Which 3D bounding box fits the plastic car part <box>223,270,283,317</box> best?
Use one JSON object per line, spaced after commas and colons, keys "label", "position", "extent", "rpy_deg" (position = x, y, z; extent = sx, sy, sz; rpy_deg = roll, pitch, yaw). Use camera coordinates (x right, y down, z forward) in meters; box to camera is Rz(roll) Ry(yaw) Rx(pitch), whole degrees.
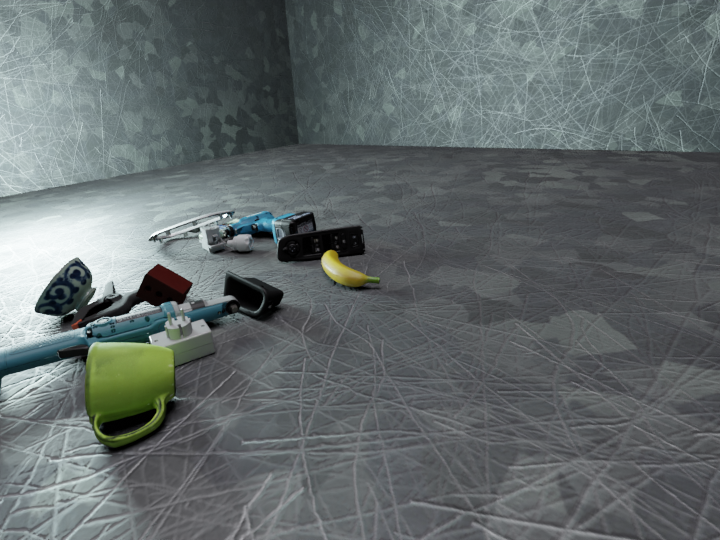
{"label": "plastic car part", "position": [-0.186, 0.043, 0.764], "extent": [0.123, 0.065, 0.068], "rpy_deg": [16, 14, 34]}

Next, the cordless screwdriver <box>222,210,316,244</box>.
{"label": "cordless screwdriver", "position": [-0.243, -0.111, 1.122], "extent": [0.262, 0.073, 0.154], "rpy_deg": [12, 27, 43]}

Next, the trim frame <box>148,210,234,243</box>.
{"label": "trim frame", "position": [-0.459, -0.118, 1.154], "extent": [0.249, 0.027, 0.185], "rpy_deg": [-21, 6, 2]}

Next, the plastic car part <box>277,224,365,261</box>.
{"label": "plastic car part", "position": [-0.096, -0.063, 0.986], "extent": [0.200, 0.065, 0.069], "rpy_deg": [-9, 12, -9]}

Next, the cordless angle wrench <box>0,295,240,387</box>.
{"label": "cordless angle wrench", "position": [-0.391, 0.102, 0.648], "extent": [0.409, 0.073, 0.103], "rpy_deg": [-15, 24, -28]}
